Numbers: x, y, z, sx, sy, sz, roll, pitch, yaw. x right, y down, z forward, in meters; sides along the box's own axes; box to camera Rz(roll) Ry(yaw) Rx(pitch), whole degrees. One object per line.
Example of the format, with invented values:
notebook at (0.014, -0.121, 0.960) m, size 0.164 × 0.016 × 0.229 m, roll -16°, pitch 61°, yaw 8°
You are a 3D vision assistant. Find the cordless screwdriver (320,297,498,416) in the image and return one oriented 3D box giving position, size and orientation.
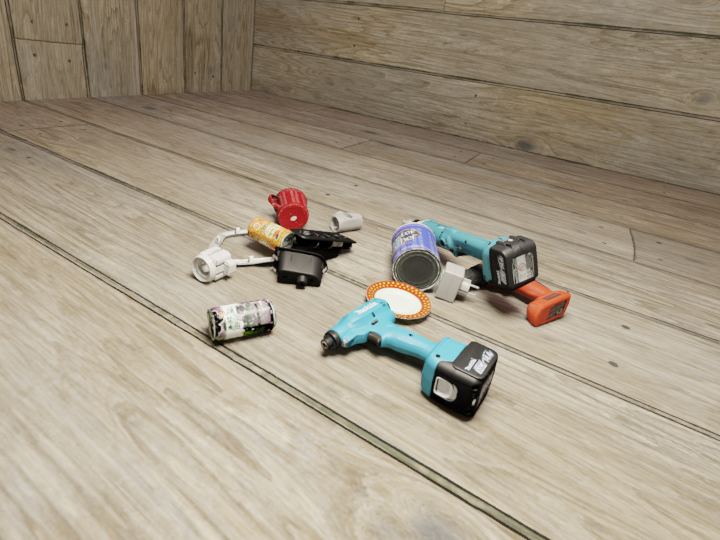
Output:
cordless screwdriver at (0.069, 0.130, 0.663) m, size 0.263 × 0.073 × 0.154 m, roll 25°, pitch 32°, yaw 35°

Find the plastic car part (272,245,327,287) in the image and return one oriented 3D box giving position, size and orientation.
plastic car part at (-0.126, 0.002, 0.869) m, size 0.116 × 0.064 × 0.073 m, roll 10°, pitch 43°, yaw -3°

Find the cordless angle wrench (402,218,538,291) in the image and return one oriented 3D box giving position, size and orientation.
cordless angle wrench at (0.213, -0.069, 0.979) m, size 0.073 × 0.095 × 0.443 m, roll -21°, pitch 24°, yaw -18°

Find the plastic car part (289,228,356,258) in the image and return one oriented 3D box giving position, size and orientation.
plastic car part at (-0.093, -0.061, 0.951) m, size 0.070 × 0.067 × 0.193 m, roll 34°, pitch 13°, yaw 27°

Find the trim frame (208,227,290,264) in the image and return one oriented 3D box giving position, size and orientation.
trim frame at (-0.227, -0.061, 0.983) m, size 0.239 × 0.027 × 0.194 m, roll -6°, pitch 32°, yaw -28°
